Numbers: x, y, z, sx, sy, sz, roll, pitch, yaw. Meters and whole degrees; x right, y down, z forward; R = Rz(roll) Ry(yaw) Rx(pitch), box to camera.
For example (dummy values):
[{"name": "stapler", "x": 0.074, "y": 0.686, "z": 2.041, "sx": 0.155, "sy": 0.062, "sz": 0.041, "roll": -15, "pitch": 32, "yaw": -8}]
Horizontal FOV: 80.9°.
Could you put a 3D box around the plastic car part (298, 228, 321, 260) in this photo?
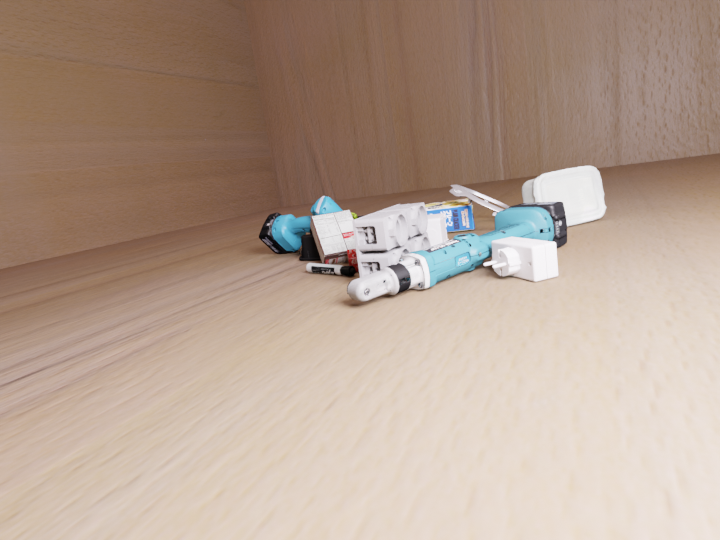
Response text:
[{"name": "plastic car part", "x": -0.094, "y": -0.061, "z": 0.958, "sx": 0.121, "sy": 0.070, "sz": 0.064, "roll": 1, "pitch": 13, "yaw": 27}]

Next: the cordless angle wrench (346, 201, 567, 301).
[{"name": "cordless angle wrench", "x": 0.159, "y": -0.028, "z": 0.648, "sx": 0.410, "sy": 0.073, "sz": 0.103, "roll": -19, "pitch": 15, "yaw": -30}]

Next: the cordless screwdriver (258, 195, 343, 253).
[{"name": "cordless screwdriver", "x": -0.123, "y": -0.093, "z": 1.043, "sx": 0.259, "sy": 0.151, "sz": 0.075, "roll": -10, "pitch": 48, "yaw": 40}]

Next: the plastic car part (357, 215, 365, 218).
[{"name": "plastic car part", "x": 0.000, "y": -0.120, "z": 1.181, "sx": 0.065, "sy": 0.066, "sz": 0.208, "roll": -18, "pitch": 11, "yaw": -12}]

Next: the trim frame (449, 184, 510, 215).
[{"name": "trim frame", "x": 0.305, "y": -0.159, "z": 1.013, "sx": 0.181, "sy": 0.027, "sz": 0.255, "roll": 19, "pitch": 21, "yaw": -12}]
